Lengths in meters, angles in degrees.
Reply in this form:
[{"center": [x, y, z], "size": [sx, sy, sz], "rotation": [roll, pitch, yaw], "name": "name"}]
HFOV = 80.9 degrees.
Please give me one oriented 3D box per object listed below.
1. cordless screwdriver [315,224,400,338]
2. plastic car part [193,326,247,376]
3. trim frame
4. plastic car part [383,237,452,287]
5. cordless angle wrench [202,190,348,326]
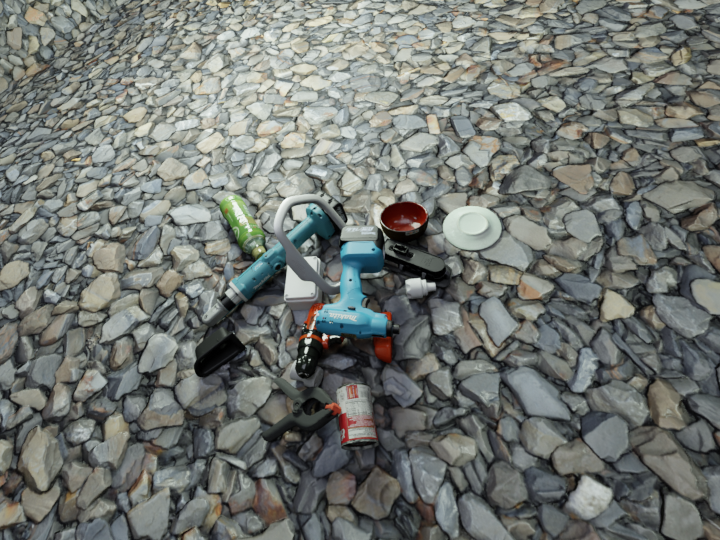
[{"center": [0.012, 0.023, 0.863], "size": [0.164, 0.071, 0.253], "rotation": [2, 54, 15], "name": "cordless screwdriver"}, {"center": [-0.323, 0.170, 0.934], "size": [0.116, 0.063, 0.075], "rotation": [-34, 41, -6], "name": "plastic car part"}, {"center": [-0.093, -0.061, 0.947], "size": [0.028, 0.241, 0.183], "rotation": [-19, 27, 51], "name": "trim frame"}, {"center": [0.110, -0.028, 0.951], "size": [0.212, 0.064, 0.066], "rotation": [24, 58, 24], "name": "plastic car part"}, {"center": [-0.210, -0.021, 1.013], "size": [0.420, 0.093, 0.078], "rotation": [-44, 56, -12], "name": "cordless angle wrench"}]
